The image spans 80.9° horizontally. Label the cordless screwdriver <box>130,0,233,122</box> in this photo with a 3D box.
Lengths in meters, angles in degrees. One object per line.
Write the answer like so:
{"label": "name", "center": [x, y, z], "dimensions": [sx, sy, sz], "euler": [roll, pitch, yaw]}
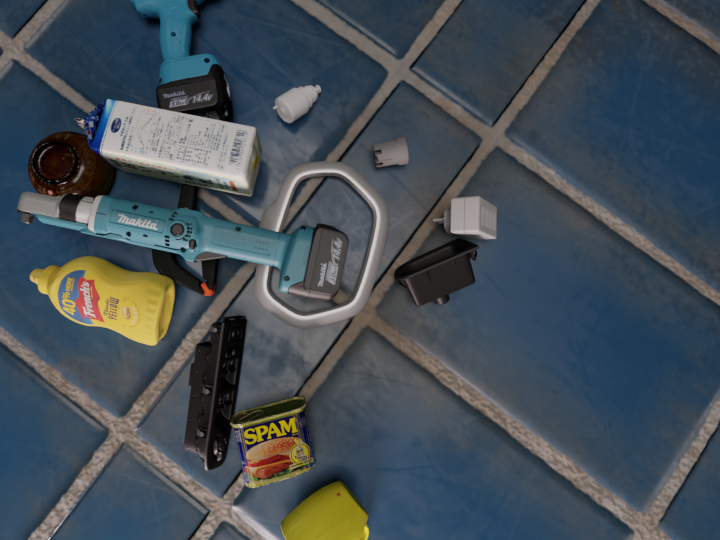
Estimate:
{"label": "cordless screwdriver", "center": [-0.237, -0.333, 0.616], "dimensions": [0.159, 0.074, 0.252], "euler": [-16, 81, -3]}

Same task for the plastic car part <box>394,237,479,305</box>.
{"label": "plastic car part", "center": [0.111, 0.010, 0.596], "dimensions": [0.116, 0.067, 0.069], "euler": [-27, 102, -1]}

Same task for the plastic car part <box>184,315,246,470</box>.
{"label": "plastic car part", "center": [-0.201, 0.163, 0.572], "dimensions": [0.068, 0.065, 0.204], "euler": [1, 85, 6]}

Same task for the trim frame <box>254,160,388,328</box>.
{"label": "trim frame", "center": [-0.060, -0.039, 0.612], "dimensions": [0.184, 0.027, 0.249], "euler": [15, 86, -1]}

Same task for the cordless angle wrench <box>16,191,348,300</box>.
{"label": "cordless angle wrench", "center": [-0.231, -0.048, 0.553], "dimensions": [0.421, 0.074, 0.098], "euler": [12, 85, -2]}
